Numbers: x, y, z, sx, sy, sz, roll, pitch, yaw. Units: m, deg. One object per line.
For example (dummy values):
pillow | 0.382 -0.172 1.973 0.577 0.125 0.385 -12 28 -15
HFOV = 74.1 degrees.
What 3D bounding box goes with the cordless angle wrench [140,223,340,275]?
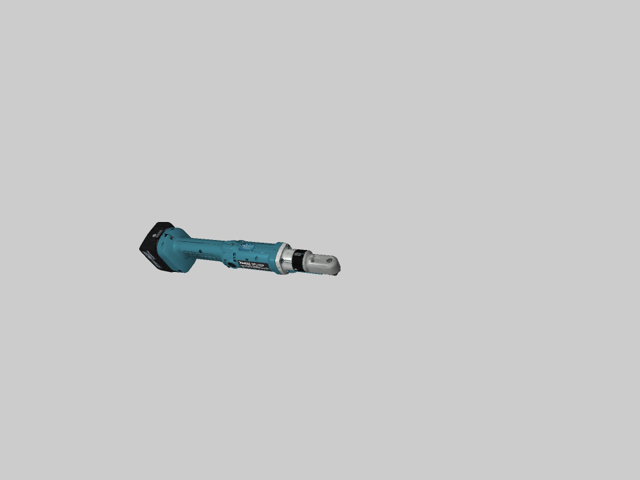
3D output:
cordless angle wrench | -0.161 0.028 0.822 0.423 0.074 0.098 4 -37 25
